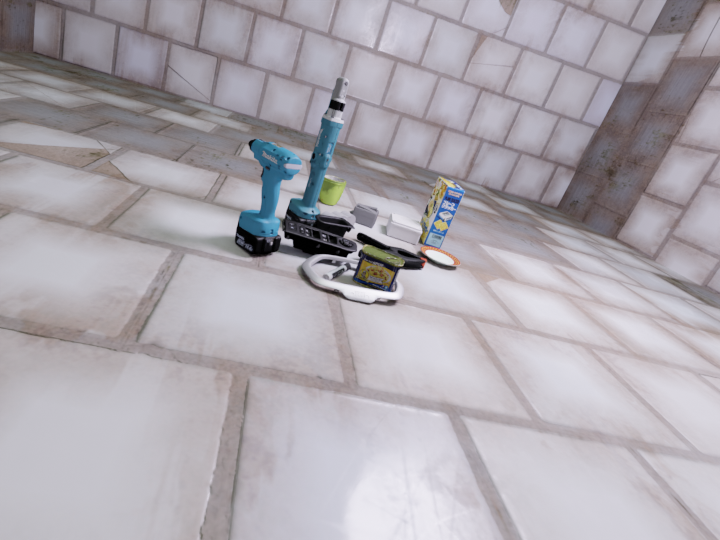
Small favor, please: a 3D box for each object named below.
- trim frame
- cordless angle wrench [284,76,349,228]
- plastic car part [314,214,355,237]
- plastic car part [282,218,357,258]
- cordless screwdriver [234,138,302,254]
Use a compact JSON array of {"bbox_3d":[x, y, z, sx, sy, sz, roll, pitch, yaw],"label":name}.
[{"bbox_3d":[-0.017,0.016,0.983,0.243,0.027,0.190,12,23,-14],"label":"trim frame"},{"bbox_3d":[-0.107,-0.306,1.147,0.071,0.419,0.104,2,27,-39],"label":"cordless angle wrench"},{"bbox_3d":[-0.087,-0.111,1.170,0.111,0.070,0.070,1,28,-37],"label":"plastic car part"},{"bbox_3d":[-0.104,-0.068,1.061,0.198,0.066,0.069,12,23,-14],"label":"plastic car part"},{"bbox_3d":[-0.228,-0.171,0.970,0.168,0.246,0.071,35,25,33],"label":"cordless screwdriver"}]
